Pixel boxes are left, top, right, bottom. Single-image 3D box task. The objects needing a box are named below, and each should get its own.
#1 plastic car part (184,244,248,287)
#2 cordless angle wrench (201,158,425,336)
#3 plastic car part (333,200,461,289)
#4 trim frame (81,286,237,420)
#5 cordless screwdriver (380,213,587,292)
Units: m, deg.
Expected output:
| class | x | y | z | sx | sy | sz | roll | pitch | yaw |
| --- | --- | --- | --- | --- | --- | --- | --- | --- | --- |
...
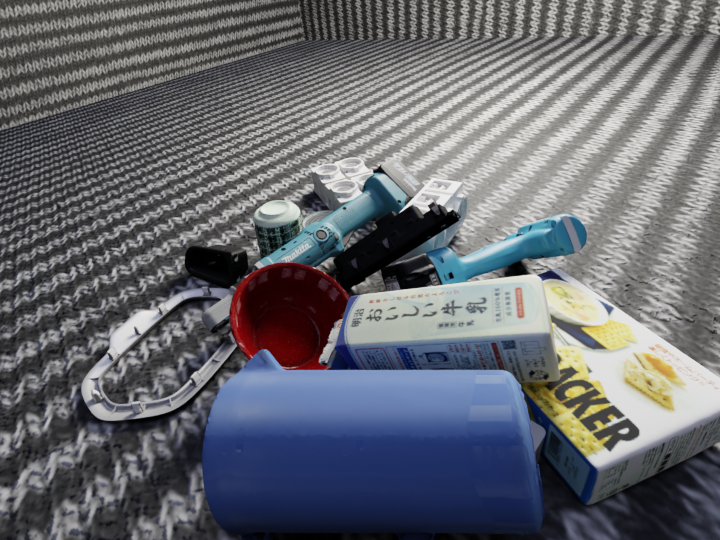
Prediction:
| class | x | y | z | sx | sy | sz | roll | pitch | yaw |
| --- | --- | --- | --- | --- | --- | --- | --- | --- | --- |
| plastic car part | -0.238 | -0.019 | 0.723 | 0.122 | 0.064 | 0.069 | 13 | 25 | 32 |
| cordless angle wrench | -0.065 | -0.042 | 0.662 | 0.416 | 0.074 | 0.100 | -38 | 79 | -28 |
| plastic car part | 0.036 | -0.038 | 0.597 | 0.205 | 0.068 | 0.064 | -37 | -7 | 20 |
| trim frame | -0.262 | 0.100 | 0.586 | 0.192 | 0.026 | 0.247 | 9 | 41 | 25 |
| cordless screwdriver | 0.155 | -0.010 | 0.587 | 0.247 | 0.075 | 0.160 | -19 | 0 | -6 |
